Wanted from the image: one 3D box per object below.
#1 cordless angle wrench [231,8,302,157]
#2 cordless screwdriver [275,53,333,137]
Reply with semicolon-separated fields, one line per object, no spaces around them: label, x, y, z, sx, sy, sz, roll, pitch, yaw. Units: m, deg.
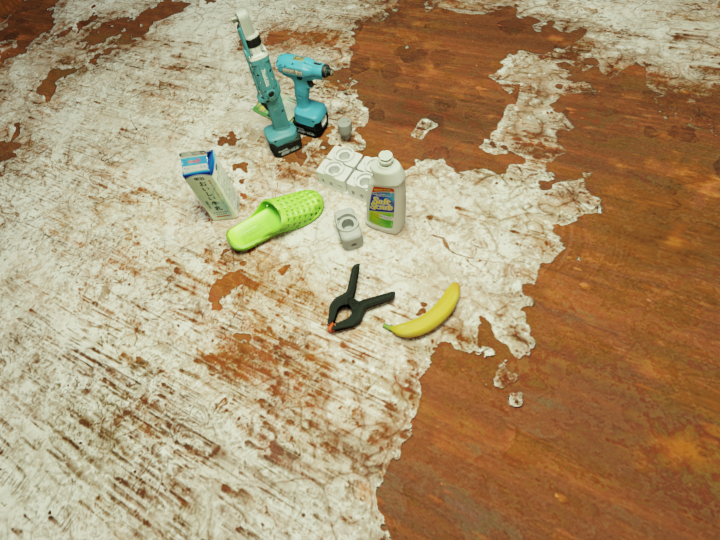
cordless angle wrench;-0.242;-0.473;1.104;0.097;0.407;0.078;-23;62;-7
cordless screwdriver;-0.136;-0.487;1.190;0.165;0.239;0.074;21;66;18
